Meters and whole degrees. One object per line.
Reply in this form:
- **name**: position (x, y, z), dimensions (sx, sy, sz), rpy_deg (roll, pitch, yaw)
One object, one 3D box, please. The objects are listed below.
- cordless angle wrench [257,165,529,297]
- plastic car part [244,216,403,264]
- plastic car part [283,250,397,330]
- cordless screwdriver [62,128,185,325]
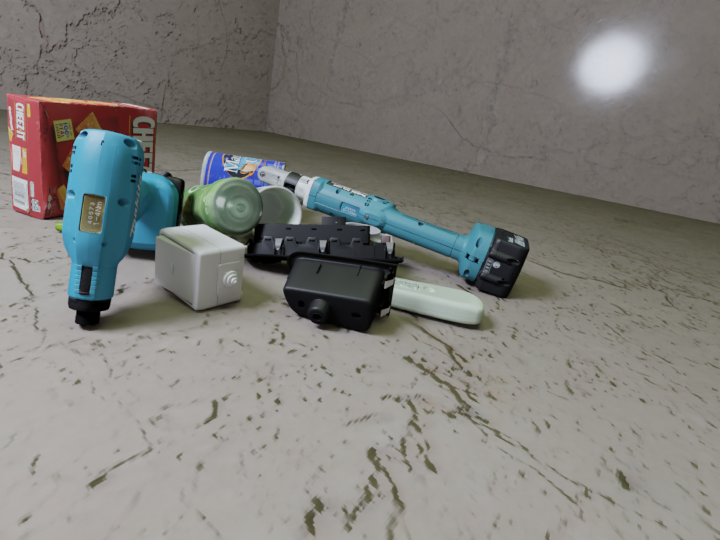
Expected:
- **cordless angle wrench**: position (0.024, -0.084, 0.641), dimensions (0.437, 0.073, 0.096), rpy_deg (23, 21, 17)
- **plastic car part**: position (-0.052, -0.034, 0.528), dimensions (0.204, 0.067, 0.066), rpy_deg (-2, 4, 4)
- **plastic car part**: position (-0.027, 0.026, 0.425), dimensions (0.118, 0.064, 0.072), rpy_deg (8, 32, 8)
- **cordless screwdriver**: position (-0.245, -0.045, 0.448), dimensions (0.072, 0.159, 0.255), rpy_deg (8, 3, -17)
